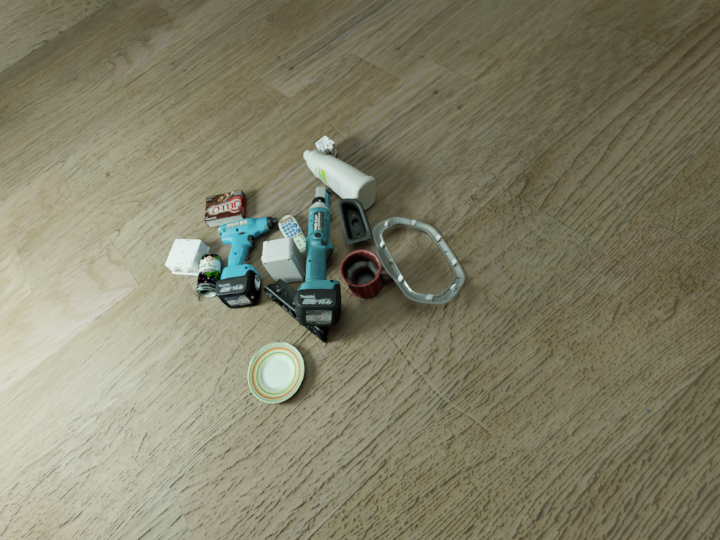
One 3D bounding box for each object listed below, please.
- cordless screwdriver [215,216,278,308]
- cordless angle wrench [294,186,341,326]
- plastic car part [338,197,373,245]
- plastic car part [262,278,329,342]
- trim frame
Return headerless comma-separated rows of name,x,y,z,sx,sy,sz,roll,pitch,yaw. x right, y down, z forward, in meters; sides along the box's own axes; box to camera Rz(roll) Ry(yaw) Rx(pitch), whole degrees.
cordless screwdriver,-0.286,-0.034,1.077,0.161,0.071,0.258,-14,54,7
cordless angle wrench,-0.099,-0.065,1.013,0.098,0.072,0.437,-1,47,-3
plastic car part,-0.013,-0.117,1.046,0.066,0.069,0.119,-16,73,4
plastic car part,-0.145,0.078,0.969,0.213,0.063,0.067,29,73,28
trim frame,0.127,-0.031,0.946,0.180,0.027,0.259,-12,56,-18
